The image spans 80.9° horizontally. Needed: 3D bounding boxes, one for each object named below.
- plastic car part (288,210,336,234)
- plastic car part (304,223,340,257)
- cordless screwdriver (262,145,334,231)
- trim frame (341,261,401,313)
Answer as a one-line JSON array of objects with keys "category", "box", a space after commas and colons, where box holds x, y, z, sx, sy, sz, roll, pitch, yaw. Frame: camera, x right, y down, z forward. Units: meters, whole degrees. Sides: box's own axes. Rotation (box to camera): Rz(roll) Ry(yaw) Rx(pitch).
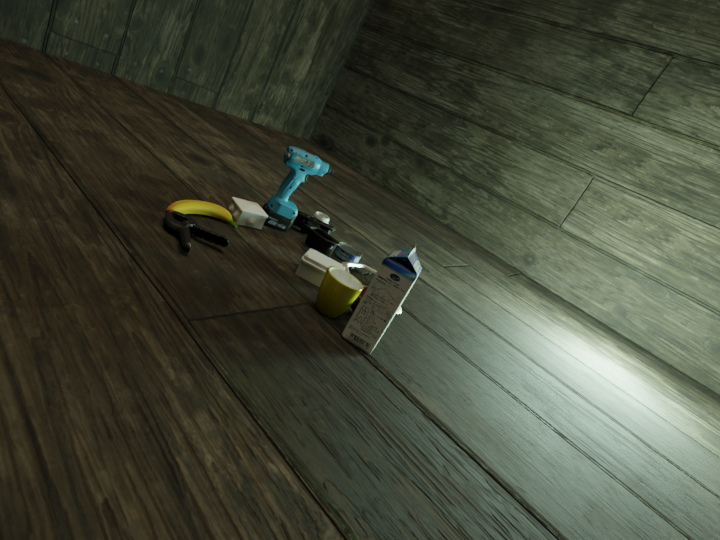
[{"category": "plastic car part", "box": [-0.183, -0.159, 1.374, 0.207, 0.067, 0.065, 30, 19, 9]}, {"category": "plastic car part", "box": [-0.121, -0.079, 1.241, 0.062, 0.071, 0.123, 6, 28, -48]}, {"category": "cordless screwdriver", "box": [-0.195, -0.240, 1.288, 0.152, 0.248, 0.078, 19, 21, -27]}, {"category": "trim frame", "box": [0.030, 0.045, 1.184, 0.178, 0.027, 0.258, 20, 20, -19]}]
